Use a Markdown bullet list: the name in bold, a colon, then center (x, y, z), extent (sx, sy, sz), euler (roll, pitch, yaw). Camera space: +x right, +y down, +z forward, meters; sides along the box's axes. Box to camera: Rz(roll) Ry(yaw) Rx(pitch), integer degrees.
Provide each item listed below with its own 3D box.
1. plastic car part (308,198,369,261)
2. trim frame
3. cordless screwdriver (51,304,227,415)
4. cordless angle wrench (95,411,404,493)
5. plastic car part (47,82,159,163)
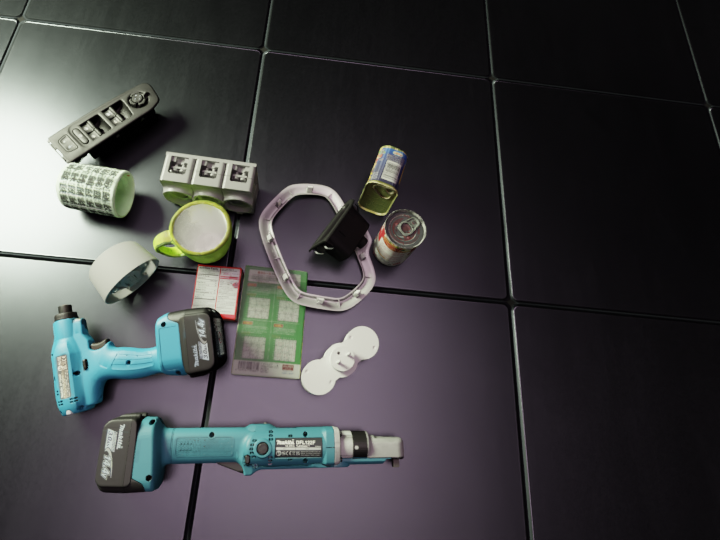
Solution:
- **plastic car part**: center (-0.022, -0.062, 0.718), extent (0.069, 0.068, 0.116), euler (44, 61, -12)
- **trim frame**: center (-0.072, -0.047, 0.739), extent (0.180, 0.027, 0.256), euler (-19, 71, -20)
- **cordless screwdriver**: center (-0.333, 0.104, 0.628), extent (0.248, 0.073, 0.162), euler (-15, 80, -1)
- **cordless angle wrench**: center (-0.143, 0.257, 0.610), extent (0.418, 0.074, 0.100), euler (2, 71, -7)
- **plastic car part**: center (-0.448, -0.260, 0.766), extent (0.068, 0.065, 0.202), euler (41, 75, 14)
